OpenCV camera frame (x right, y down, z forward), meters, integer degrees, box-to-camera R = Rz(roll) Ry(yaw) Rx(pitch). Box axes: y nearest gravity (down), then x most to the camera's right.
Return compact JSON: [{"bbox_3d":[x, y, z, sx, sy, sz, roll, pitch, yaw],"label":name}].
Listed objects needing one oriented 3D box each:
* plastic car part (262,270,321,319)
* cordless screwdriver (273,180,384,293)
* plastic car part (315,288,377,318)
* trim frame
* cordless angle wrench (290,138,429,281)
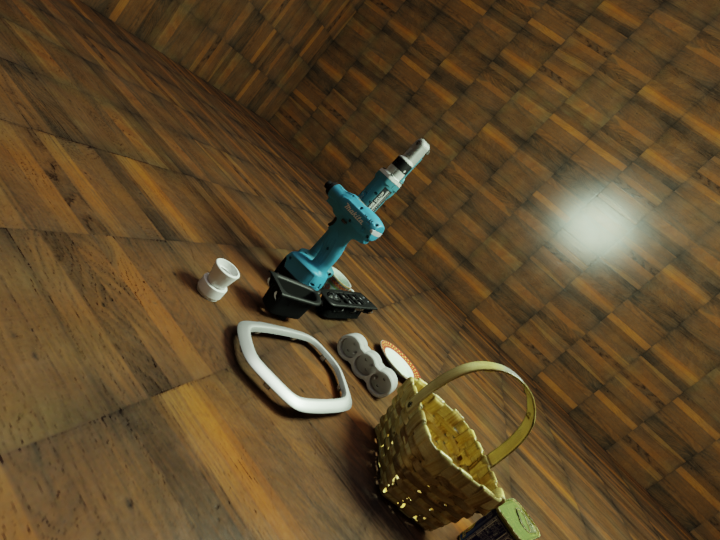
[{"bbox_3d":[-0.130,0.058,0.768,0.110,0.071,0.069,29,19,-46],"label":"plastic car part"},{"bbox_3d":[-0.085,-0.056,0.874,0.166,0.250,0.071,49,14,23],"label":"cordless screwdriver"},{"bbox_3d":[-0.041,0.080,0.977,0.069,0.067,0.193,49,14,27],"label":"plastic car part"},{"bbox_3d":[-0.099,0.147,0.665,0.194,0.028,0.235,50,14,32],"label":"trim frame"},{"bbox_3d":[-0.006,-0.125,0.943,0.092,0.425,0.078,32,18,-41],"label":"cordless angle wrench"}]
